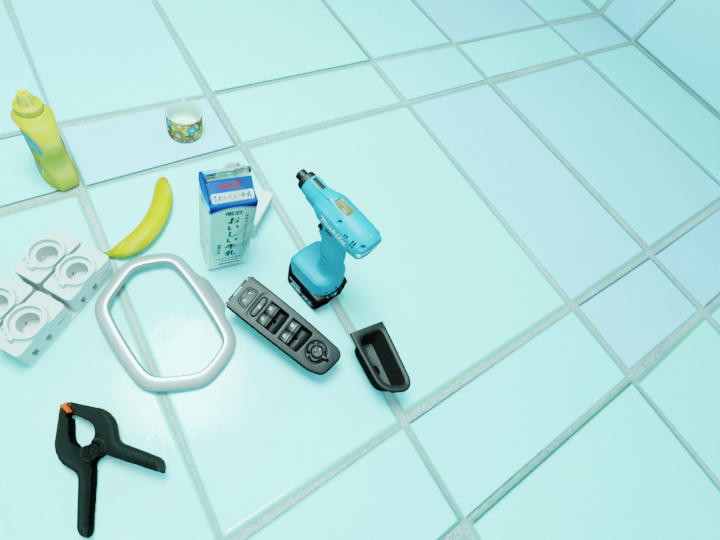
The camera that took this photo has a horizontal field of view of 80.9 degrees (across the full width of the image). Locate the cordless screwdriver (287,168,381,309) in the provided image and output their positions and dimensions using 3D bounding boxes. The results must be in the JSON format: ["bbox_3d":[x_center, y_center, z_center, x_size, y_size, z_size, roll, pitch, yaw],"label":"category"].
[{"bbox_3d":[-0.068,-0.045,0.696,0.073,0.248,0.163,-34,77,-30],"label":"cordless screwdriver"}]

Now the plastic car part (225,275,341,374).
[{"bbox_3d":[-0.128,0.101,0.703,0.206,0.066,0.066,36,58,6],"label":"plastic car part"}]

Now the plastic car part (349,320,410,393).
[{"bbox_3d":[0.027,0.157,0.710,0.064,0.070,0.120,-17,67,-24],"label":"plastic car part"}]

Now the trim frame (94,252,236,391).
[{"bbox_3d":[-0.314,0.079,0.691,0.180,0.027,0.255,-34,74,-28],"label":"trim frame"}]
